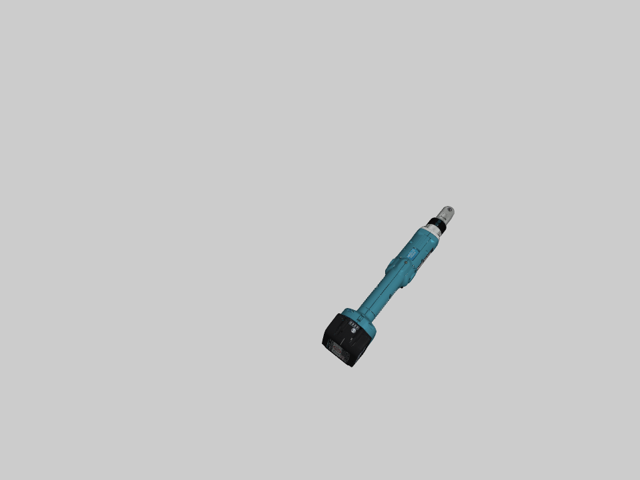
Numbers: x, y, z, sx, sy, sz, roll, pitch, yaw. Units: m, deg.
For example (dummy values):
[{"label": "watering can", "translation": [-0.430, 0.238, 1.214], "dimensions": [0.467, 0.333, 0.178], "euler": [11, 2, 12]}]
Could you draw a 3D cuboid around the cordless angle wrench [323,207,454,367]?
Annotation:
[{"label": "cordless angle wrench", "translation": [0.162, 0.065, 0.858], "dimensions": [0.074, 0.421, 0.098], "euler": [36, -29, 16]}]
